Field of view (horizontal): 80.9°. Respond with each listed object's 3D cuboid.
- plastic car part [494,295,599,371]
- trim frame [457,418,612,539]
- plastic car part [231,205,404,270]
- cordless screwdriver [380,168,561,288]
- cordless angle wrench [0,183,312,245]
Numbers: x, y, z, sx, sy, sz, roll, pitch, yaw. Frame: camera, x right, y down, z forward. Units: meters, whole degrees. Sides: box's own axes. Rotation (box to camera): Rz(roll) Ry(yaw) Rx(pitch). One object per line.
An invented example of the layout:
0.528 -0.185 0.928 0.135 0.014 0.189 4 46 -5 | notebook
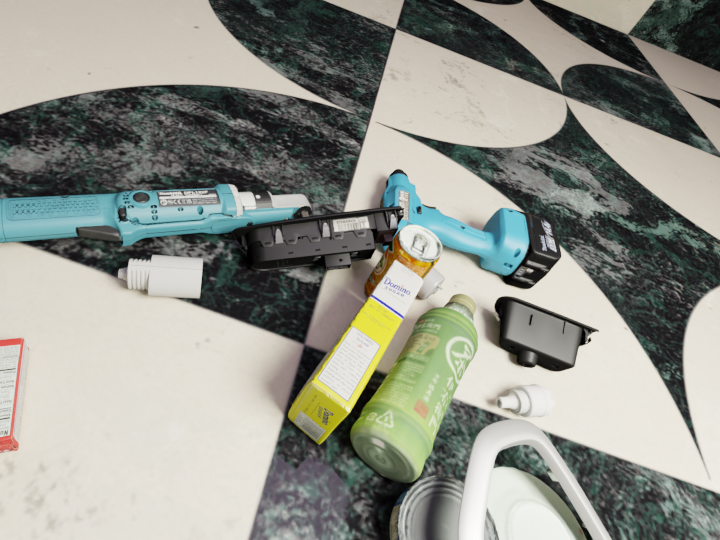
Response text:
0.217 0.087 0.524 0.117 0.065 0.072 20 62 0 | plastic car part
0.164 0.250 0.344 0.178 0.028 0.255 -19 72 -39 | trim frame
-0.050 -0.032 0.507 0.201 0.066 0.068 -3 79 -5 | plastic car part
0.149 -0.071 0.621 0.247 0.073 0.163 13 48 -4 | cordless screwdriver
-0.247 -0.061 0.473 0.407 0.074 0.102 -9 56 -29 | cordless angle wrench
